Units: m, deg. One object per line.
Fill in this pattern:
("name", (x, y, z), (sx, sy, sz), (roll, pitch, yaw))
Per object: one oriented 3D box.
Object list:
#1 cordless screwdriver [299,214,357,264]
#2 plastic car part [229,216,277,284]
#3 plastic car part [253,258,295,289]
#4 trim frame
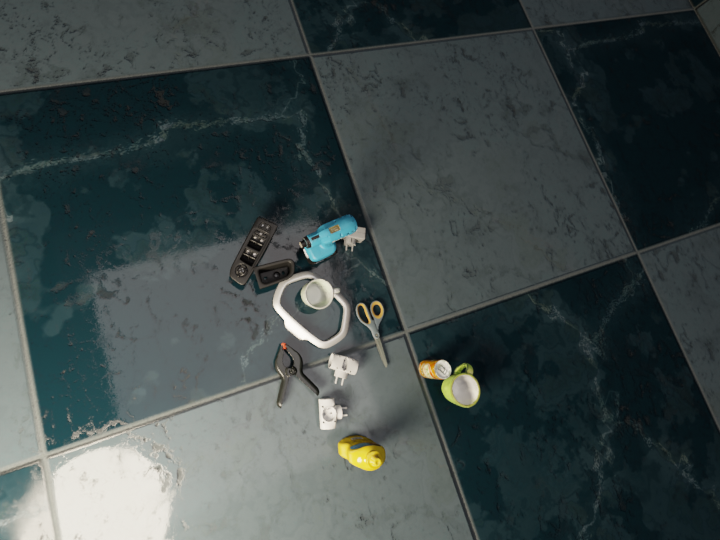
("cordless screwdriver", (-0.116, -0.076, 1.182), (0.156, 0.251, 0.075), (-25, 87, -21))
("plastic car part", (-0.315, -0.053, 1.225), (0.065, 0.068, 0.204), (27, 71, -8))
("plastic car part", (-0.247, 0.011, 1.222), (0.114, 0.071, 0.067), (-17, 82, -18))
("trim frame", (-0.141, 0.113, 1.242), (0.248, 0.028, 0.183), (40, 70, 0))
